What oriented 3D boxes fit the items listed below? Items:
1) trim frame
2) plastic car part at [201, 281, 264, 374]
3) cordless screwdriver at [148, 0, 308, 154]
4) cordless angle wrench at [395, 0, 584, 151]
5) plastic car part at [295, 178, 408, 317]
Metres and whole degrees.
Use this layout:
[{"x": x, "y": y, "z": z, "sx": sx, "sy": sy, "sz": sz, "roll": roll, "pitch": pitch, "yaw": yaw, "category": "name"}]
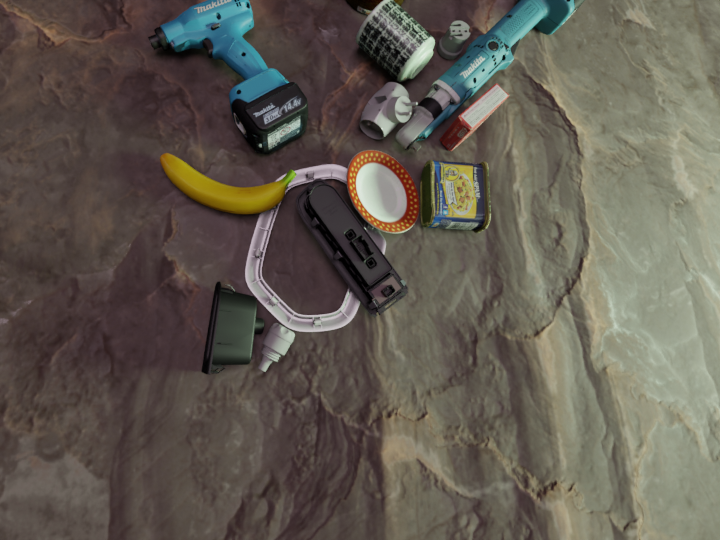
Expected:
[{"x": -0.058, "y": -0.038, "z": 0.596, "sx": 0.183, "sy": 0.027, "sz": 0.251, "roll": 16, "pitch": 74, "yaw": -4, "category": "trim frame"}, {"x": -0.161, "y": 0.076, "z": 0.546, "sx": 0.068, "sy": 0.067, "sz": 0.118, "roll": 13, "pitch": 73, "yaw": -22, "category": "plastic car part"}, {"x": -0.190, "y": -0.286, "z": 0.615, "sx": 0.157, "sy": 0.073, "sz": 0.254, "roll": -29, "pitch": 78, "yaw": -12, "category": "cordless screwdriver"}, {"x": 0.201, "y": -0.340, "z": 0.672, "sx": 0.099, "sy": 0.074, "sz": 0.421, "roll": 44, "pitch": 79, "yaw": 2, "category": "cordless angle wrench"}, {"x": -0.016, "y": -0.038, "z": 0.562, "sx": 0.066, "sy": 0.066, "sz": 0.206, "roll": -35, "pitch": 81, "yaw": -7, "category": "plastic car part"}]
